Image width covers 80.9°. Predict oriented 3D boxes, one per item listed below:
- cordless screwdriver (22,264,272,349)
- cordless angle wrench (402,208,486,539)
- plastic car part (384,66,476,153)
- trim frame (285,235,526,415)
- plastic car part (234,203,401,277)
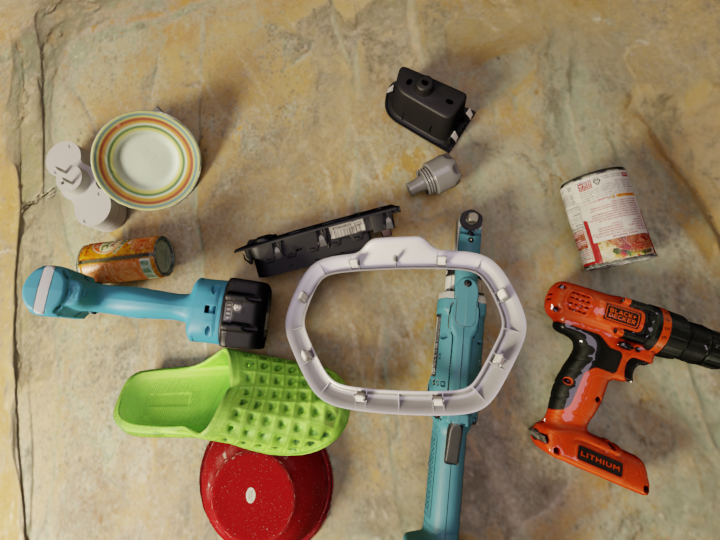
[{"bbox_3d":[-0.232,0.043,0.500,0.245,0.160,0.075,8,79,-9],"label":"cordless screwdriver"},{"bbox_3d":[0.100,0.137,0.455,0.075,0.096,0.427,7,76,5],"label":"cordless angle wrench"},{"bbox_3d":[0.083,-0.212,0.528,0.118,0.070,0.066,33,83,8],"label":"plastic car part"},{"bbox_3d":[0.038,0.052,0.443,0.255,0.026,0.188,-2,66,16],"label":"trim frame"},{"bbox_3d":[-0.051,-0.033,0.520,0.204,0.067,0.066,-11,106,4],"label":"plastic car part"}]
